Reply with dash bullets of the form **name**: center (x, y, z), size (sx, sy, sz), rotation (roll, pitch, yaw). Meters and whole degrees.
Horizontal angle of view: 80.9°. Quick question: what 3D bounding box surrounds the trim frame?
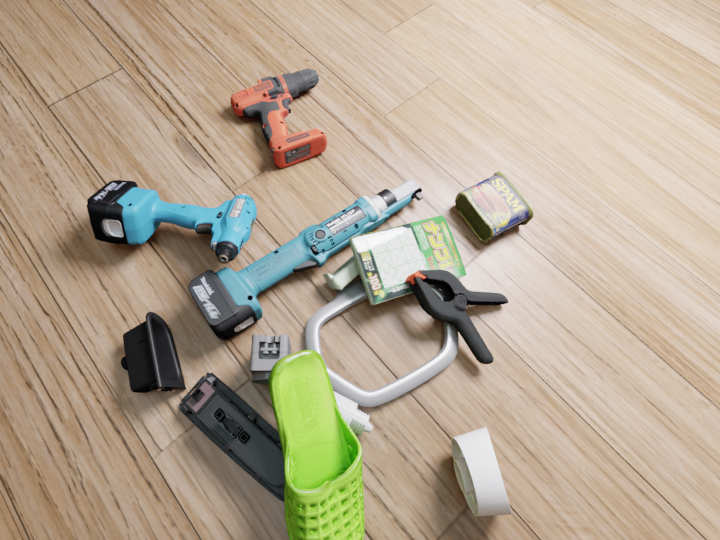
- **trim frame**: center (0.035, 0.093, 0.650), size (0.246, 0.027, 0.190), rotation (-28, 70, -11)

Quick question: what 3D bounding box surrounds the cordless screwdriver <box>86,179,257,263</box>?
- **cordless screwdriver**: center (-0.296, -0.073, 0.663), size (0.248, 0.072, 0.164), rotation (4, 36, -2)

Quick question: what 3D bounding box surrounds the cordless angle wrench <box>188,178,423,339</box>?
- **cordless angle wrench**: center (-0.067, -0.044, 0.689), size (0.417, 0.073, 0.101), rotation (-33, 72, -17)

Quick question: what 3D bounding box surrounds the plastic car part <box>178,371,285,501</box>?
- **plastic car part**: center (-0.157, 0.221, 0.571), size (0.208, 0.066, 0.066), rotation (37, 62, 11)

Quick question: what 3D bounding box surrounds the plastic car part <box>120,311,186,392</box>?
- **plastic car part**: center (-0.310, 0.128, 0.614), size (0.071, 0.063, 0.121), rotation (-29, 66, 0)
